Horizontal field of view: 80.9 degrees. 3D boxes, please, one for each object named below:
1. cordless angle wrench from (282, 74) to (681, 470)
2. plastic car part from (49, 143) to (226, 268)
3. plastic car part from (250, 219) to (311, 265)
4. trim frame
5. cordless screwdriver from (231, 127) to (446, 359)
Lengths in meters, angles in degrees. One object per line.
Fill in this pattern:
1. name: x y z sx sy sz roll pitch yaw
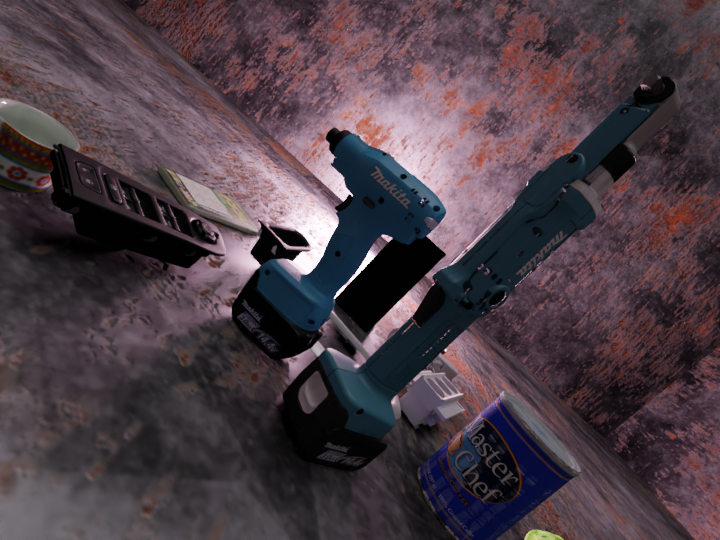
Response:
1. cordless angle wrench: 0.101 0.009 0.373 0.092 0.424 0.078 35 14 -39
2. plastic car part: -0.214 -0.044 0.422 0.069 0.067 0.193 48 12 27
3. plastic car part: -0.130 -0.030 0.669 0.068 0.071 0.112 46 11 15
4. trim frame: -0.033 0.106 0.594 0.255 0.027 0.179 45 10 13
5. cordless screwdriver: -0.047 -0.031 0.477 0.165 0.249 0.072 47 11 17
